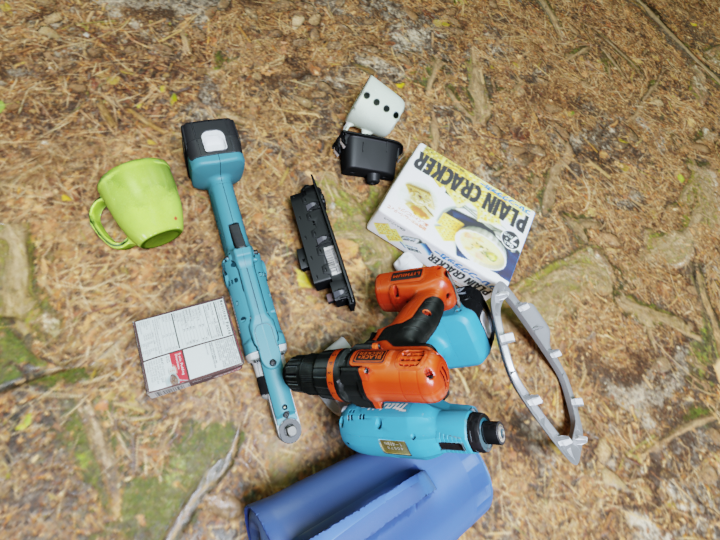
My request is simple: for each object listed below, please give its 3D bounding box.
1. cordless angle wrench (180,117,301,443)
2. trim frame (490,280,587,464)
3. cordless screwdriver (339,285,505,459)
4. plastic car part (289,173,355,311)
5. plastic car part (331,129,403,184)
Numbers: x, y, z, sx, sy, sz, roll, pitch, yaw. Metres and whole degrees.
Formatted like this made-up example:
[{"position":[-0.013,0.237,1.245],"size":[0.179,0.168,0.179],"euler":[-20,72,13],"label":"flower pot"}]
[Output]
[{"position":[-0.150,0.002,0.547],"size":[0.072,0.098,0.433],"euler":[-13,73,-21],"label":"cordless angle wrench"},{"position":[0.231,0.123,0.540],"size":[0.241,0.028,0.185],"euler":[49,34,-16],"label":"trim frame"},{"position":[0.097,0.105,0.470],"size":[0.245,0.165,0.073],"euler":[-43,112,-50],"label":"cordless screwdriver"},{"position":[-0.059,-0.038,0.601],"size":[0.068,0.064,0.209],"euler":[-16,69,5],"label":"plastic car part"},{"position":[0.015,-0.176,0.686],"size":[0.114,0.067,0.071],"euler":[9,79,-14],"label":"plastic car part"}]
